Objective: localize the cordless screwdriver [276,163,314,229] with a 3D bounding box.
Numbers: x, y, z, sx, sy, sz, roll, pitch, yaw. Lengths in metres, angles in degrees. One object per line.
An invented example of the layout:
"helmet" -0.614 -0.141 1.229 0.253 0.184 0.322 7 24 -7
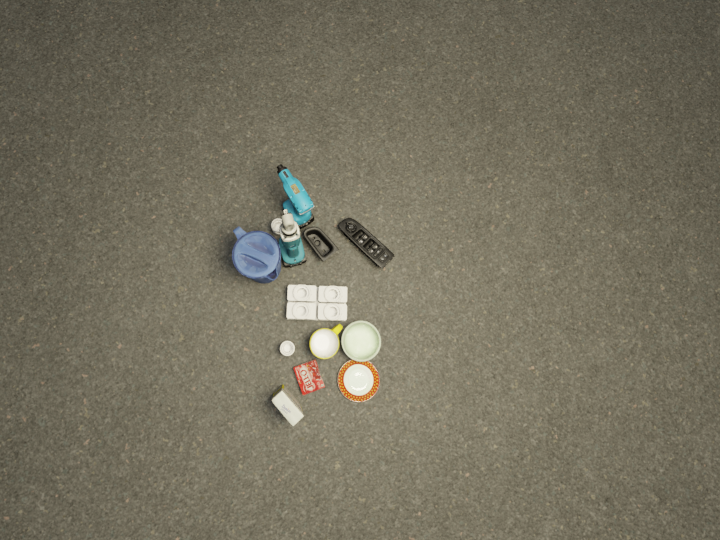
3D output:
"cordless screwdriver" -0.205 -0.221 1.304 0.074 0.248 0.161 -31 85 -11

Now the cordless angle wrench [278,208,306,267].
"cordless angle wrench" -0.196 -0.087 1.188 0.073 0.421 0.099 -14 83 -9

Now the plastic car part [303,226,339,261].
"plastic car part" -0.134 -0.088 1.369 0.065 0.070 0.118 -39 84 -10

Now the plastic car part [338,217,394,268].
"plastic car part" 0.014 -0.092 1.377 0.206 0.066 0.066 44 79 6
